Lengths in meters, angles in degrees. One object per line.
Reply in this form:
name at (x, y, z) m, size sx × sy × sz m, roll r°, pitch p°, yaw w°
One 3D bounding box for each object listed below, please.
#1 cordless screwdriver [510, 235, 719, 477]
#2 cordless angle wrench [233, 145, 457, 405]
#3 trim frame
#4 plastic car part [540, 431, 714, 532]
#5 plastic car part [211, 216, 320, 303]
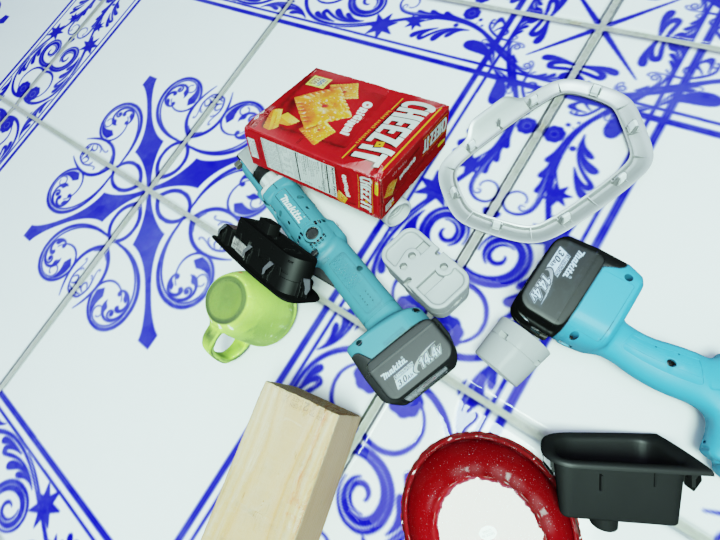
cordless screwdriver at (0.284, 0.057, 0.388) m, size 0.259 × 0.071 × 0.159 m, roll 38°, pitch 84°, yaw 23°
cordless angle wrench at (-0.053, -0.034, 0.539) m, size 0.098 × 0.071 × 0.444 m, roll -40°, pitch 61°, yaw 1°
trim frame at (0.216, -0.139, 0.511) m, size 0.249 × 0.026 × 0.192 m, roll -36°, pitch 62°, yaw 4°
plastic car part at (0.215, 0.184, 0.362) m, size 0.117 × 0.065 × 0.071 m, roll -4°, pitch 91°, yaw 4°
plastic car part at (-0.108, -0.022, 0.510) m, size 0.215 × 0.063 × 0.067 m, roll 38°, pitch 105°, yaw 46°
